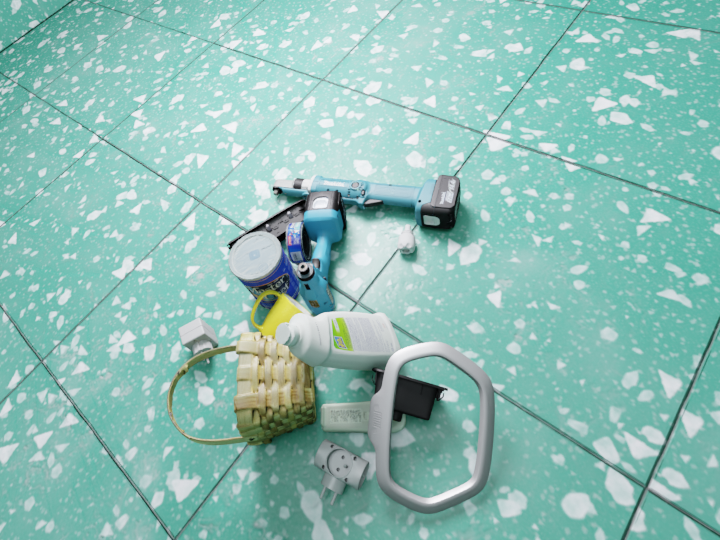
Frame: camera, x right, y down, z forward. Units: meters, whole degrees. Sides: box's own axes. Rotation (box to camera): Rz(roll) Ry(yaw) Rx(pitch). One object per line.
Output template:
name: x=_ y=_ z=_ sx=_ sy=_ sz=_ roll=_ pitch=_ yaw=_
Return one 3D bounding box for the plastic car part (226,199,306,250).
plastic car part: x=-0.191 y=-0.087 z=0.931 sx=0.202 sy=0.064 sz=0.070 roll=-37 pitch=69 yaw=-9

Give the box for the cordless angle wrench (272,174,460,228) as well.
cordless angle wrench: x=-0.005 y=-0.169 z=0.929 sx=0.439 sy=0.071 sz=0.099 roll=10 pitch=63 yaw=22

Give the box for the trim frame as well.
trim frame: x=0.105 y=0.232 z=0.632 sx=0.185 sy=0.027 sz=0.249 roll=5 pitch=86 yaw=2

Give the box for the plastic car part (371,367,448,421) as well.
plastic car part: x=0.068 y=0.203 z=0.671 sx=0.117 sy=0.065 sz=0.072 roll=13 pitch=71 yaw=-1

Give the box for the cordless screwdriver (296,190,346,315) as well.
cordless screwdriver: x=-0.081 y=-0.053 z=0.828 sx=0.076 sy=0.152 sz=0.255 roll=-3 pitch=58 yaw=10
